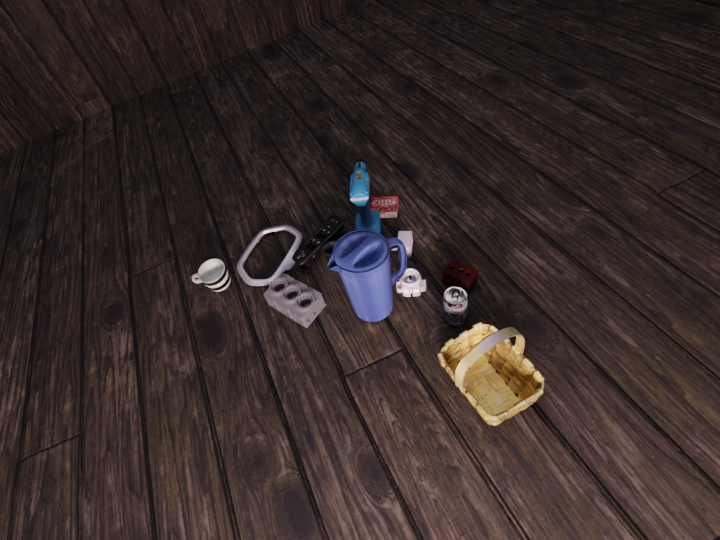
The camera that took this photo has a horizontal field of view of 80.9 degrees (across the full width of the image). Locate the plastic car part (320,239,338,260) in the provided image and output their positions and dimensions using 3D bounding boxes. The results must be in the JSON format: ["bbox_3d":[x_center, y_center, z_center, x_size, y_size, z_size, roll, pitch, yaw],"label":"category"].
[{"bbox_3d":[-0.051,-0.042,1.236,0.121,0.068,0.066,11,55,23],"label":"plastic car part"}]

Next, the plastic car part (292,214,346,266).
[{"bbox_3d":[-0.127,-0.083,1.294,0.070,0.064,0.201,32,65,33],"label":"plastic car part"}]

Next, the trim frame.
[{"bbox_3d":[-0.285,-0.051,1.338,0.192,0.026,0.249,13,56,25],"label":"trim frame"}]

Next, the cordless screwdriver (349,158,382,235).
[{"bbox_3d":[0.014,-0.189,1.226,0.076,0.238,0.163,-5,50,9],"label":"cordless screwdriver"}]
